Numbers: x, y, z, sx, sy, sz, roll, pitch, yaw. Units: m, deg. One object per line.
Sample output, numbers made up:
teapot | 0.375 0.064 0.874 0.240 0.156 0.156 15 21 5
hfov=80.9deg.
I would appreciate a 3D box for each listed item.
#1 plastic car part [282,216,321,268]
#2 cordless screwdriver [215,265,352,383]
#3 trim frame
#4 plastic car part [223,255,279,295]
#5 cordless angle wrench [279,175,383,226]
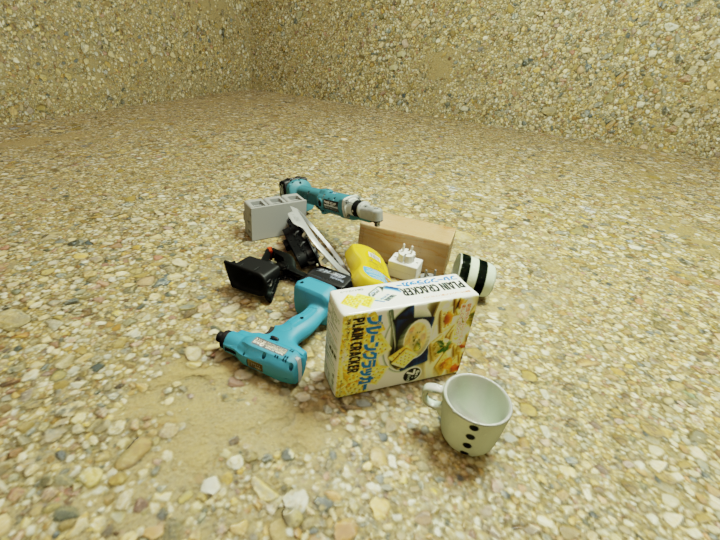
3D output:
plastic car part | -0.146 -0.065 1.001 0.066 0.064 0.214 -21 35 -15
cordless screwdriver | -0.123 0.081 0.746 0.166 0.072 0.246 15 36 21
trim frame | -0.090 -0.059 0.917 0.027 0.175 0.261 -39 35 4
plastic car part | -0.205 0.004 0.843 0.122 0.064 0.070 11 37 33
cordless angle wrench | -0.082 -0.174 1.068 0.072 0.096 0.446 -17 24 -30
